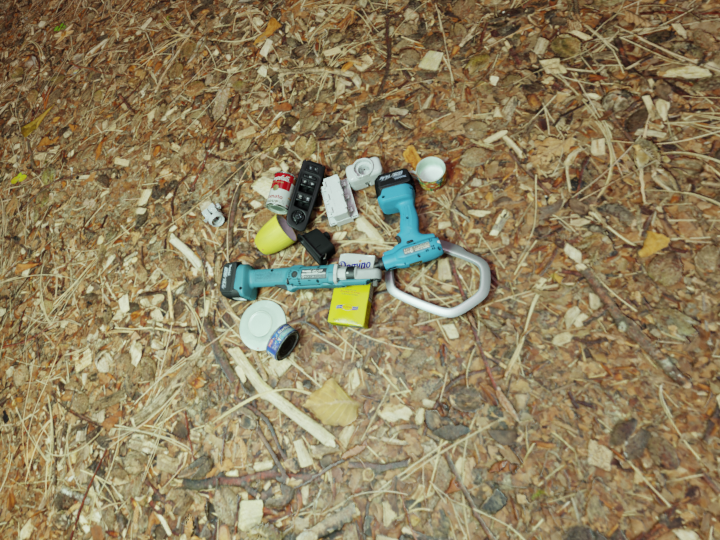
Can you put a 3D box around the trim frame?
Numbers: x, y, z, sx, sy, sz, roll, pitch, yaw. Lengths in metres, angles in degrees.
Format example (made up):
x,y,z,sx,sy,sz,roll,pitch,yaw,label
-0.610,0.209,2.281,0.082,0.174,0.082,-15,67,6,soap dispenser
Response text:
x,y,z,sx,sy,sz,roll,pitch,yaw,label
0.171,0.008,0.976,0.261,0.026,0.184,19,72,30,trim frame

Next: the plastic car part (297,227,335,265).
x,y,z,sx,sy,sz,roll,pitch,yaw,label
-0.108,-0.070,1.100,0.070,0.063,0.122,-32,60,-13,plastic car part

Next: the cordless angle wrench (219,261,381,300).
x,y,z,sx,sy,sz,roll,pitch,yaw,label
-0.152,0.019,1.043,0.438,0.070,0.099,-3,70,24,cordless angle wrench

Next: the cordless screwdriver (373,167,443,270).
x,y,z,sx,sy,sz,roll,pitch,yaw,label
0.086,-0.120,1.028,0.161,0.071,0.258,-19,61,10,cordless screwdriver

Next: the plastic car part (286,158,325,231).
x,y,z,sx,sy,sz,roll,pitch,yaw,label
-0.157,-0.199,1.155,0.064,0.068,0.205,19,70,-16,plastic car part
